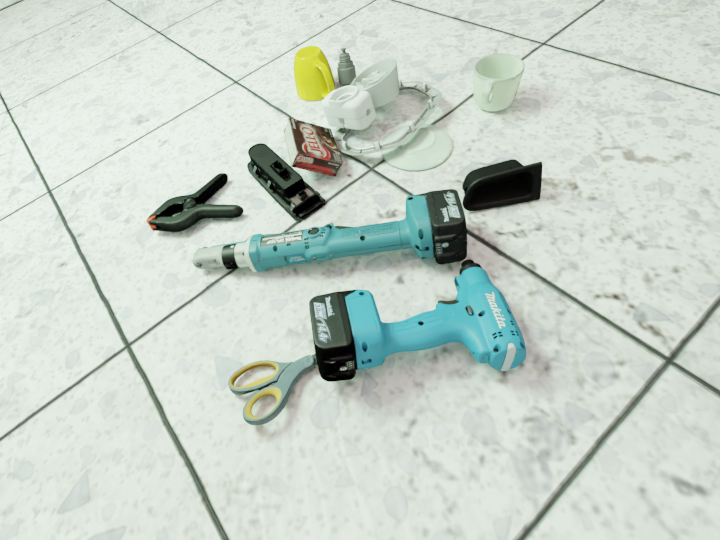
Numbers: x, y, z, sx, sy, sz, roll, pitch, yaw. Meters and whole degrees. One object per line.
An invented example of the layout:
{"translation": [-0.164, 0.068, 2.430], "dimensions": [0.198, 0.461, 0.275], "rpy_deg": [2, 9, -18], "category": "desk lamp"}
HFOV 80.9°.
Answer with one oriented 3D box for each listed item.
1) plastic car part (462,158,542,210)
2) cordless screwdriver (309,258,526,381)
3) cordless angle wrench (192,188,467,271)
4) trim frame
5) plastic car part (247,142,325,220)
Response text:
{"translation": [0.213, -0.142, 0.666], "dimensions": [0.118, 0.063, 0.073], "rpy_deg": [-10, 38, 9], "category": "plastic car part"}
{"translation": [0.060, 0.055, 0.541], "dimensions": [0.250, 0.071, 0.165], "rpy_deg": [-6, 44, 1], "category": "cordless screwdriver"}
{"translation": [-0.063, -0.041, 0.646], "dimensions": [0.431, 0.071, 0.100], "rpy_deg": [-7, 43, 12], "category": "cordless angle wrench"}
{"translation": [0.048, -0.304, 0.826], "dimensions": [0.194, 0.026, 0.248], "rpy_deg": [18, 61, 36], "category": "trim frame"}
{"translation": [-0.152, -0.174, 0.772], "dimensions": [0.066, 0.064, 0.214], "rpy_deg": [-40, 53, -9], "category": "plastic car part"}
